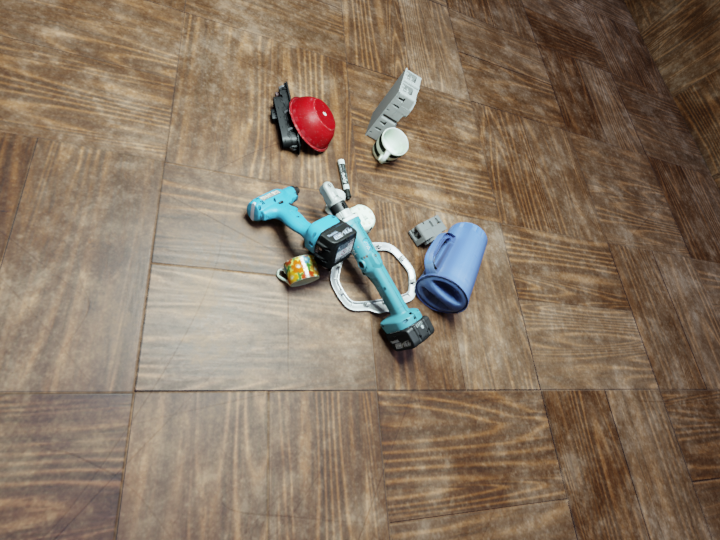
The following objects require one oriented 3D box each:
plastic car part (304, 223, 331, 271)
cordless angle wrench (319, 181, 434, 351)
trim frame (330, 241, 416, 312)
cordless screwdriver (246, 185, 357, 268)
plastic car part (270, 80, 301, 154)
[{"bbox_3d":[-0.099,-0.065,1.009,0.070,0.065,0.120,1,62,-11],"label":"plastic car part"},{"bbox_3d":[0.020,-0.021,0.976,0.072,0.100,0.426,-26,85,-34],"label":"cordless angle wrench"},{"bbox_3d":[0.038,0.015,1.049,0.239,0.028,0.189,-6,70,-29],"label":"trim frame"},{"bbox_3d":[-0.120,-0.116,0.966,0.259,0.073,0.156,31,42,21],"label":"cordless screwdriver"},{"bbox_3d":[-0.199,-0.400,1.118,0.065,0.066,0.208,-11,72,-20],"label":"plastic car part"}]
